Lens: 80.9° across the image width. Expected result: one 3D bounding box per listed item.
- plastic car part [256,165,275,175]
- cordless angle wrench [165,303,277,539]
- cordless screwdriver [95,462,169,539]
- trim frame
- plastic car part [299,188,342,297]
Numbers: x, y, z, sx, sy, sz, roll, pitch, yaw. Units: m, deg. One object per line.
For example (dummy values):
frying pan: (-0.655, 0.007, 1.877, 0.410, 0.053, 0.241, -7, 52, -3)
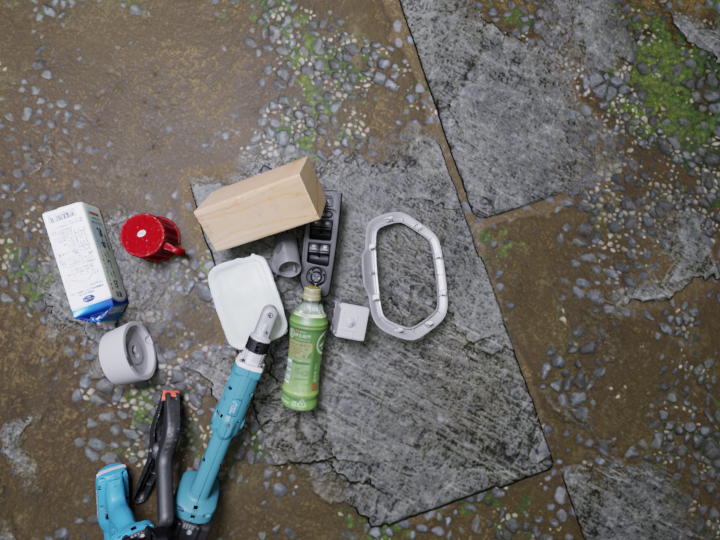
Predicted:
plastic car part: (-0.155, -0.162, 0.818, 0.116, 0.071, 0.066, 32, 83, -4)
cordless angle wrench: (-0.230, 0.258, 0.736, 0.073, 0.100, 0.422, 21, 92, -14)
cordless screwdriver: (-0.379, 0.444, 0.684, 0.071, 0.262, 0.158, -4, 97, -40)
trim frame: (0.084, 0.005, 0.802, 0.179, 0.028, 0.252, 3, 75, -18)
plastic car part: (-0.079, -0.052, 0.811, 0.066, 0.067, 0.203, 6, 86, -7)
